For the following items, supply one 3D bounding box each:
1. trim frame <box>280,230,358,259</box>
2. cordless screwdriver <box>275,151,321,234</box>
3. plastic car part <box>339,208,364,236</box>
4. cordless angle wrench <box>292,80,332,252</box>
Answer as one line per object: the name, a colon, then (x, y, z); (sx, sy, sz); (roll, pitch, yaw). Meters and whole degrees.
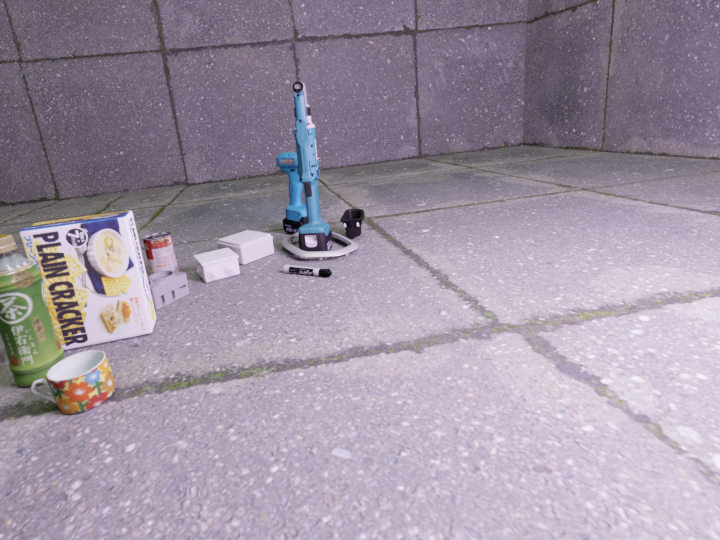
trim frame: (-0.111, -0.073, 1.136); (0.179, 0.027, 0.261); (-16, 22, -25)
cordless screwdriver: (-0.173, -0.231, 1.268); (0.168, 0.244, 0.072); (10, 22, 38)
plastic car part: (-0.018, -0.130, 1.204); (0.067, 0.069, 0.117); (-3, 19, 7)
cordless angle wrench: (-0.130, -0.249, 1.059); (0.076, 0.414, 0.098); (-1, 17, 10)
